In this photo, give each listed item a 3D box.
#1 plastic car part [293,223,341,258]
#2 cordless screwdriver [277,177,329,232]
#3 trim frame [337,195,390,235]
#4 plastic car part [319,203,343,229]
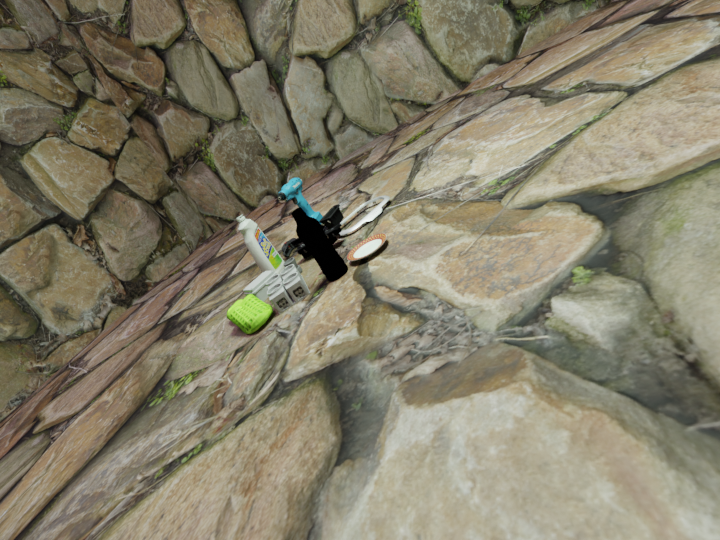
[{"bbox_3d":[-0.143,-0.094,1.464,0.209,0.065,0.066,-21,21,30],"label":"plastic car part"},{"bbox_3d":[-0.222,-0.228,1.633,0.076,0.242,0.159,-23,19,32],"label":"cordless screwdriver"},{"bbox_3d":[0.005,-0.199,1.537,0.246,0.027,0.192,-41,22,-21],"label":"trim frame"},{"bbox_3d":[-0.100,-0.200,1.637,0.068,0.069,0.116,-17,25,42],"label":"plastic car part"}]
